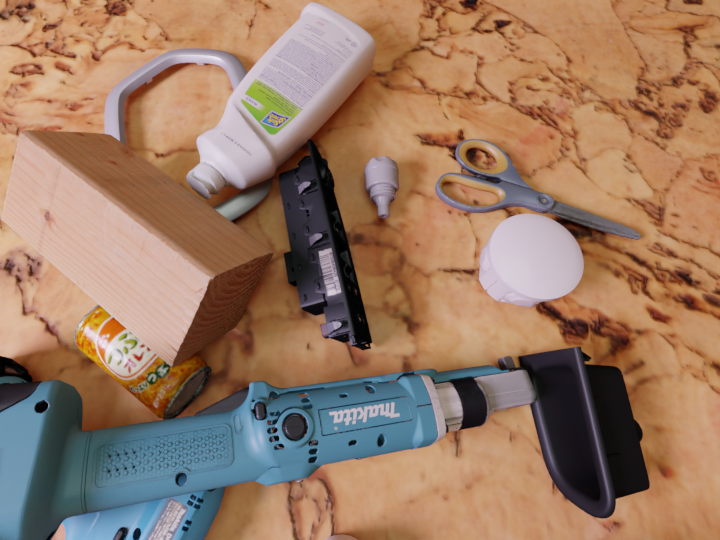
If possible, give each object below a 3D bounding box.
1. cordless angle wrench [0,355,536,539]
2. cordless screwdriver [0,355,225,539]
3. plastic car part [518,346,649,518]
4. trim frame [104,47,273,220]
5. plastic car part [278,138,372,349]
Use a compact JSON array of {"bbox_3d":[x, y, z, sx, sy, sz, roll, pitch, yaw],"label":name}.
[{"bbox_3d":[-0.053,0.112,0.299,0.412,0.074,0.101,-3,62,-17],"label":"cordless angle wrench"},{"bbox_3d":[-0.242,0.173,0.309,0.252,0.073,0.160,25,68,6],"label":"cordless screwdriver"},{"bbox_3d":[0.187,0.122,0.337,0.069,0.066,0.119,-2,71,-18],"label":"plastic car part"},{"bbox_3d":[-0.186,-0.152,0.466,0.183,0.027,0.257,-17,67,-5],"label":"trim frame"},{"bbox_3d":[-0.039,-0.025,0.399,0.069,0.063,0.208,-17,68,19],"label":"plastic car part"}]
